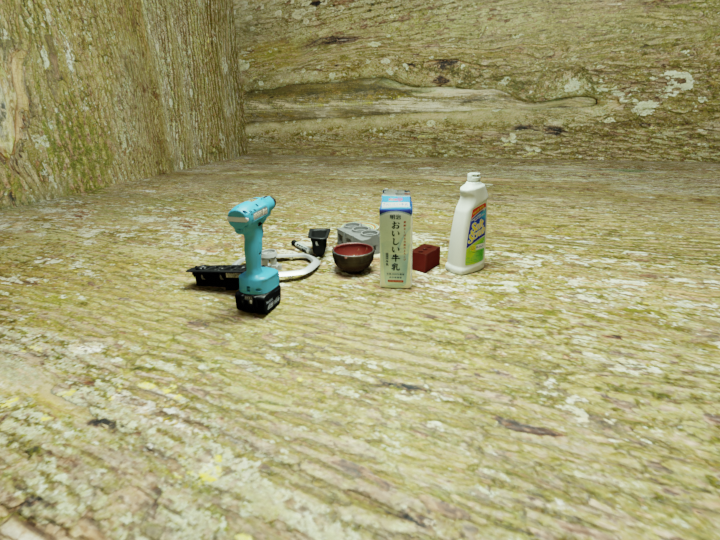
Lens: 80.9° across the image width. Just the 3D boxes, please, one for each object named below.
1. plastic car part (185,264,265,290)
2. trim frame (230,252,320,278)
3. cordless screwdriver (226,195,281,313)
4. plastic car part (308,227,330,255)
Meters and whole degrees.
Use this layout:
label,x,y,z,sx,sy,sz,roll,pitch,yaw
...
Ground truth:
label,x,y,z,sx,sy,sz,roll,pitch,yaw
plastic car part,-0.339,0.014,1.060,0.209,0.065,0.066,5,22,17
trim frame,-0.234,-0.014,1.165,0.246,0.027,0.190,-6,23,-8
cordless screwdriver,-0.224,-0.040,0.943,0.077,0.243,0.158,5,21,16
plastic car part,-0.123,-0.080,1.256,0.066,0.069,0.119,-2,22,0
